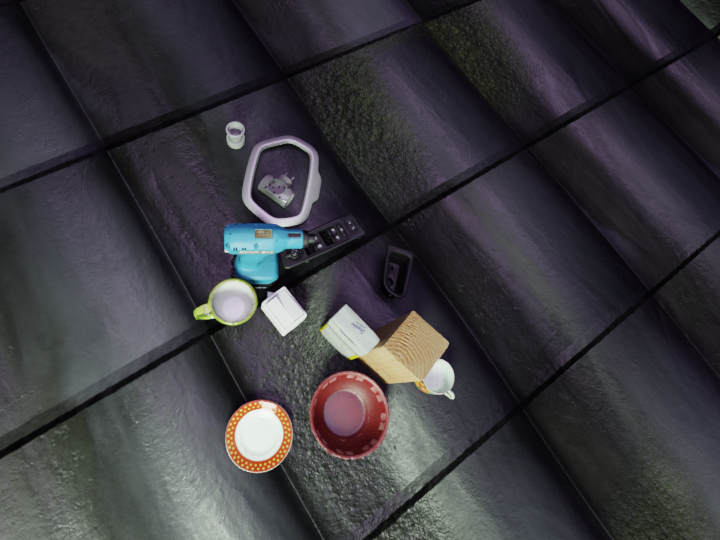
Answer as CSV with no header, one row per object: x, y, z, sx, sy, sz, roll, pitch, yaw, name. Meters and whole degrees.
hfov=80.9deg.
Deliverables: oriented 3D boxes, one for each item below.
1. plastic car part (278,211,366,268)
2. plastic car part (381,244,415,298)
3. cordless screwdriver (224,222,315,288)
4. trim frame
-0.094,-0.061,0.960,0.199,0.067,0.068,-26,79,-18,plastic car part
0.074,0.012,0.961,0.065,0.071,0.118,16,69,-7,plastic car part
-0.183,-0.028,0.835,0.156,0.249,0.076,0,73,-14,cordless screwdriver
-0.186,-0.219,1.023,0.182,0.027,0.252,9,69,-7,trim frame
